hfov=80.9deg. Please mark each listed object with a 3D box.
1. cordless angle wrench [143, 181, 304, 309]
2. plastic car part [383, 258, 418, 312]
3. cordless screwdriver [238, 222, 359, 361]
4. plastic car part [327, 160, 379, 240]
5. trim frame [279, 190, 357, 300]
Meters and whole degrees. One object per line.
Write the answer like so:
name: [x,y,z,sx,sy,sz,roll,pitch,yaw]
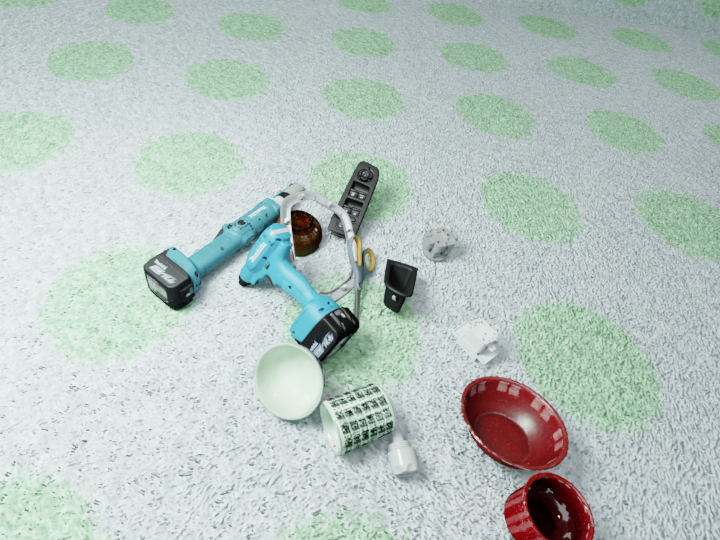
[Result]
cordless angle wrench: [-0.257,-0.083,0.903,0.101,0.073,0.417,31,50,16]
plastic car part: [0.070,0.038,0.836,0.067,0.069,0.117,16,33,4]
cordless screwdriver: [-0.128,0.052,0.774,0.257,0.160,0.071,51,32,16]
plastic car part: [-0.009,-0.159,0.983,0.068,0.065,0.204,17,74,14]
trim frame: [-0.085,-0.056,0.872,0.177,0.028,0.254,0,69,-27]
